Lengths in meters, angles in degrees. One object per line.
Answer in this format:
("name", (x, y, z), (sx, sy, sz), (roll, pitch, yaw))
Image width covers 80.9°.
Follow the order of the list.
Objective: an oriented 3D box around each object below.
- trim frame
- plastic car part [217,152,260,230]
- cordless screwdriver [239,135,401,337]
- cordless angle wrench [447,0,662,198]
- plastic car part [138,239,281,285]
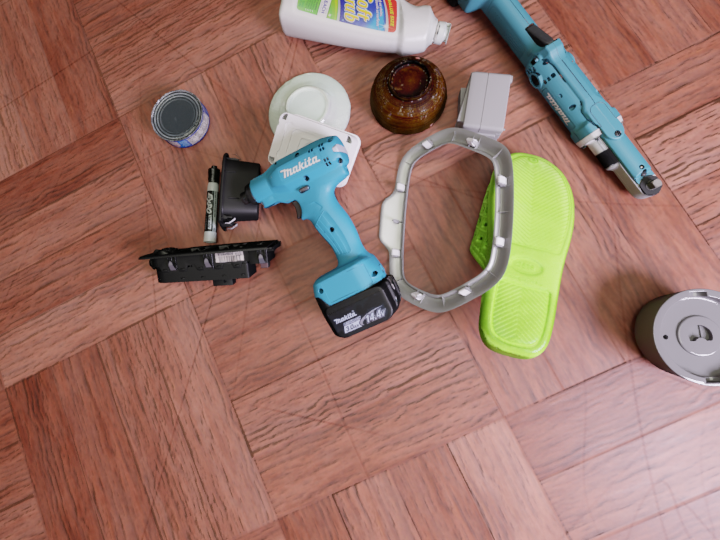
("trim frame", (0.105, -0.070, 0.554), (0.193, 0.026, 0.250), (-1, 81, 43))
("plastic car part", (-0.173, -0.120, 0.631), (0.070, 0.066, 0.118), (5, 79, -8))
("cordless screwdriver", (-0.055, -0.036, 0.564), (0.162, 0.073, 0.249), (-22, 90, 19))
("cordless angle wrench", (0.260, -0.275, 0.575), (0.074, 0.096, 0.429), (-32, 82, 1))
("plastic car part", (-0.219, -0.012, 0.621), (0.205, 0.067, 0.066), (0, 109, 7))
